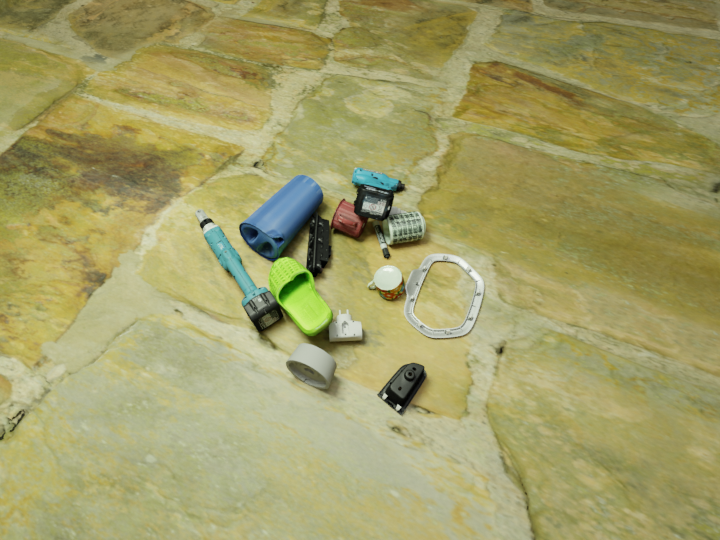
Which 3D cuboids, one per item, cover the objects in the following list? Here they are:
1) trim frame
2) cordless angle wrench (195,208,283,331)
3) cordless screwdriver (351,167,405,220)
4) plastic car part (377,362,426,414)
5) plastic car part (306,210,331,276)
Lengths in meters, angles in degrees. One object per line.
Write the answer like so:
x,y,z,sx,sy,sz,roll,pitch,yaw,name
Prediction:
0.208,0.057,1.064,0.190,0.026,0.249,20,62,16,trim frame
-0.343,-0.028,1.112,0.073,0.094,0.444,-32,58,-15,cordless angle wrench
0.056,-0.218,1.175,0.158,0.073,0.254,11,28,-5,cordless screwdriver
0.099,0.242,0.923,0.068,0.069,0.116,35,67,19,plastic car part
-0.112,-0.073,1.143,0.066,0.066,0.209,4,57,-14,plastic car part
